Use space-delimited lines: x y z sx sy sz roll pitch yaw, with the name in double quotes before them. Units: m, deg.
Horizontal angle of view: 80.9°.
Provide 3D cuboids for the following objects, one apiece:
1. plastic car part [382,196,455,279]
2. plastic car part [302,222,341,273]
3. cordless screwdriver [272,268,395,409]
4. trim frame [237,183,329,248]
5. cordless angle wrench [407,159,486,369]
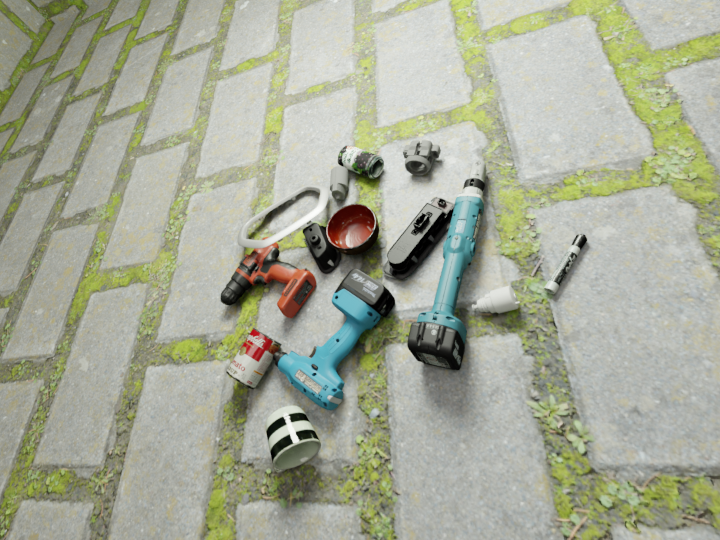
"plastic car part" 0.117 -0.069 0.839 0.069 0.064 0.203 34 82 27
"plastic car part" -0.090 -0.059 0.920 0.066 0.067 0.122 -31 52 6
"cordless screwdriver" -0.054 0.115 0.805 0.168 0.070 0.249 25 79 33
"trim frame" -0.180 -0.128 0.991 0.247 0.026 0.194 -35 37 -5
"cordless angle wrench" 0.181 -0.038 0.775 0.078 0.093 0.427 5 62 29
